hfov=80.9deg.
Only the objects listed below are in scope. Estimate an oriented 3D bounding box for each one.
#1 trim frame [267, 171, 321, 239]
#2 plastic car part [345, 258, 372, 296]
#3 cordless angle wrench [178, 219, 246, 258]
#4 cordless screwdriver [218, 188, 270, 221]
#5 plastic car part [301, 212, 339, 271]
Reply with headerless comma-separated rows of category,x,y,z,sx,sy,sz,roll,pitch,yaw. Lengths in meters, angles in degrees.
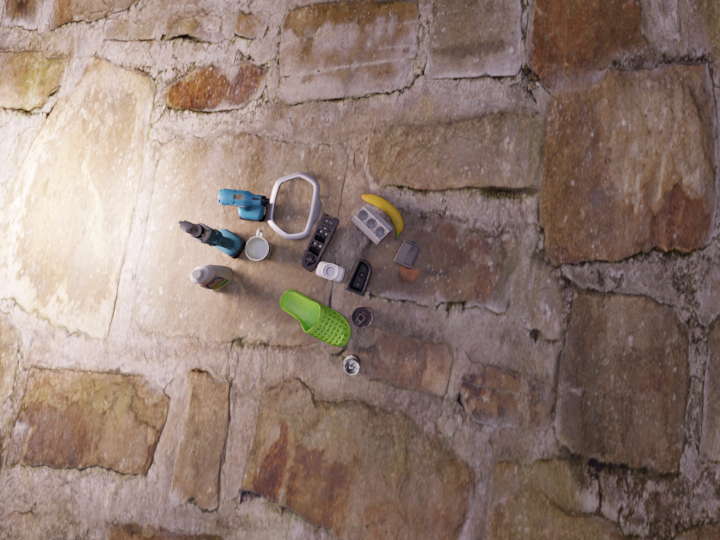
trim frame,-0.233,-0.230,1.505,0.186,0.027,0.249,10,85,6
plastic car part,0.001,0.022,1.433,0.067,0.070,0.117,21,86,4
cordless angle wrench,-0.458,-0.103,1.314,0.099,0.419,0.074,34,87,2
cordless screwdriver,-0.359,-0.216,1.405,0.160,0.246,0.074,7,87,2
plastic car part,-0.143,-0.093,1.461,0.067,0.066,0.203,26,87,4
